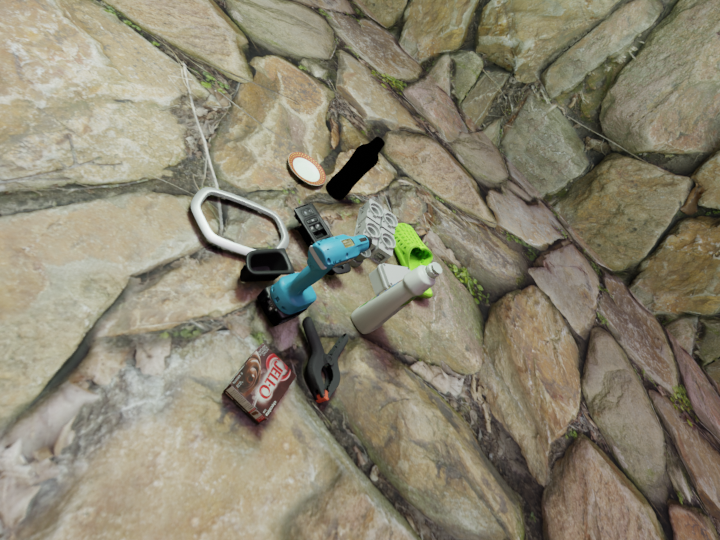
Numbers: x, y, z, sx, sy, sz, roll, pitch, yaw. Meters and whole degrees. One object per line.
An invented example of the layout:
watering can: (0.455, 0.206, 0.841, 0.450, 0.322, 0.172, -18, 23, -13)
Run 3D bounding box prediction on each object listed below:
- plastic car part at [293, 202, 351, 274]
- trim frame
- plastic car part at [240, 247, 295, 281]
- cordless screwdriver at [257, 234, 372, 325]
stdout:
plastic car part: (-0.103, -0.067, 1.052, 0.064, 0.068, 0.207, -22, 72, -50)
trim frame: (-0.271, -0.108, 0.971, 0.237, 0.028, 0.191, 17, 46, -30)
plastic car part: (-0.209, -0.003, 0.895, 0.111, 0.072, 0.068, -6, 62, -45)
cordless screwdriver: (-0.090, 0.011, 0.843, 0.153, 0.252, 0.076, -20, 74, -50)
